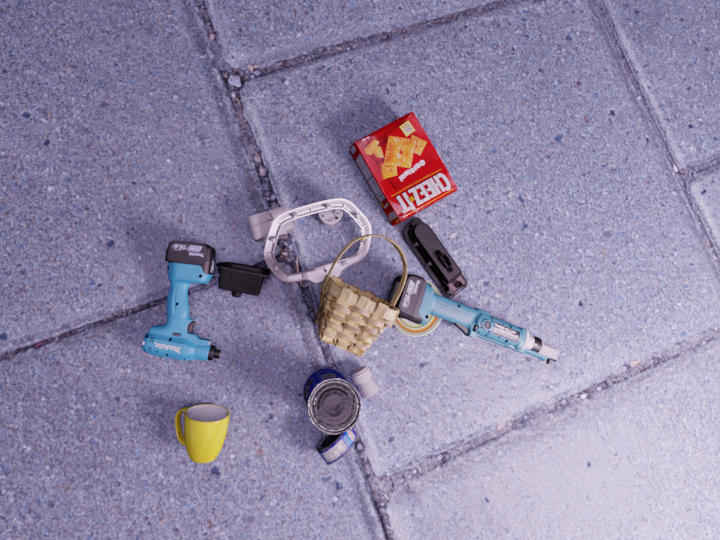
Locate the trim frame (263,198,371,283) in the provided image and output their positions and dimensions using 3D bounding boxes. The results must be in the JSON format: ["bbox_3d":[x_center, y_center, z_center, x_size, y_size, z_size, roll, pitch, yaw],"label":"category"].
[{"bbox_3d":[-0.091,-0.060,0.934,0.245,0.029,0.178,-16,116,-11],"label":"trim frame"}]

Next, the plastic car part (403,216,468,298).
[{"bbox_3d":[0.172,-0.033,0.973,0.066,0.066,0.205,-35,84,-4],"label":"plastic car part"}]

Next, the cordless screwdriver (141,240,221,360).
[{"bbox_3d":[-0.356,0.066,0.900,0.158,0.075,0.249,11,85,-5],"label":"cordless screwdriver"}]

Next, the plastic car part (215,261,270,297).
[{"bbox_3d":[-0.259,0.024,0.923,0.115,0.067,0.070,7,98,-6],"label":"plastic car part"}]

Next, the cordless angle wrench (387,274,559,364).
[{"bbox_3d":[0.266,0.121,0.944,0.414,0.075,0.098,21,81,-11],"label":"cordless angle wrench"}]
